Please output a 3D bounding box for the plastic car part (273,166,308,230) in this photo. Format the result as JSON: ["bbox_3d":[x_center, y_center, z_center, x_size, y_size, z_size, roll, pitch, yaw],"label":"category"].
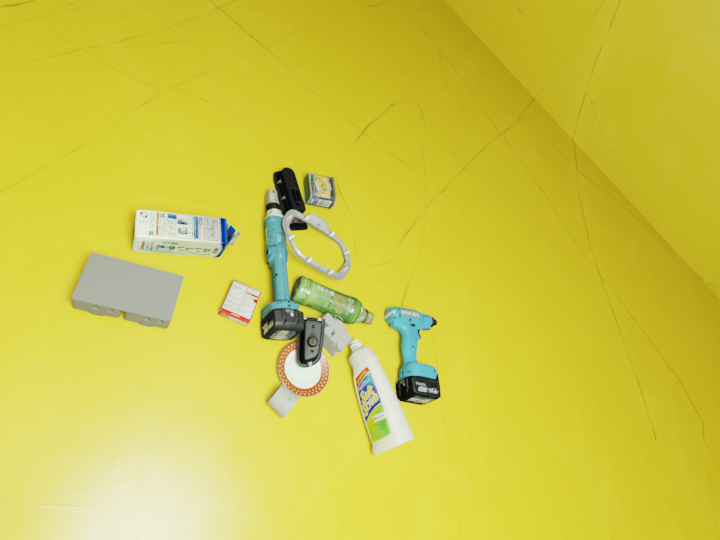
[{"bbox_3d":[-0.198,-0.213,1.201,0.064,0.067,0.210,-8,63,-27],"label":"plastic car part"}]

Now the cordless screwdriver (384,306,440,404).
[{"bbox_3d":[0.155,0.219,1.118,0.153,0.075,0.257,11,53,-25],"label":"cordless screwdriver"}]

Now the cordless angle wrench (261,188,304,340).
[{"bbox_3d":[-0.211,-0.039,1.065,0.071,0.099,0.438,10,53,-31],"label":"cordless angle wrench"}]

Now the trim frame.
[{"bbox_3d":[-0.111,-0.073,1.136,0.236,0.028,0.190,29,38,-31],"label":"trim frame"}]

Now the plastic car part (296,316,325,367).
[{"bbox_3d":[-0.112,0.158,0.960,0.065,0.070,0.119,6,67,-9],"label":"plastic car part"}]
